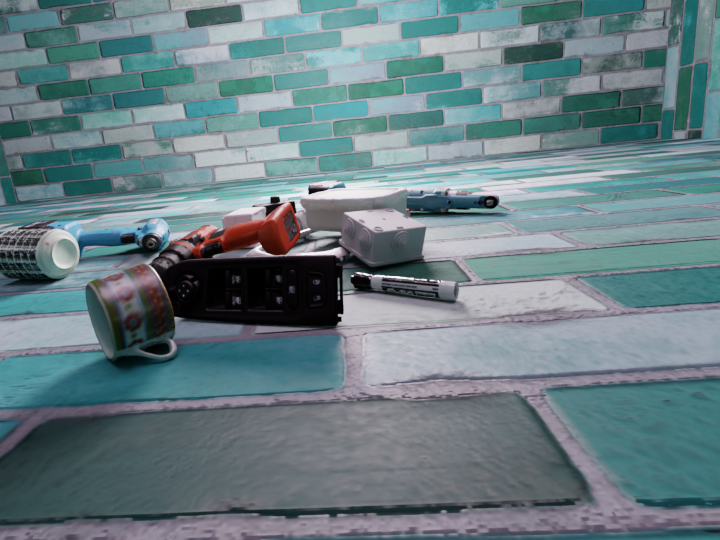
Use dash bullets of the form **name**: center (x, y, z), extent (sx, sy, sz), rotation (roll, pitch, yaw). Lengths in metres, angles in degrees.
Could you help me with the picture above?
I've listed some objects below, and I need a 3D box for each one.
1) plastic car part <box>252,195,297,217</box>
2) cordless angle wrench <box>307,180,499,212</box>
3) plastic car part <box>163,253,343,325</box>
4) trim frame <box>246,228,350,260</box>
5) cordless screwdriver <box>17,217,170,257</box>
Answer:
- **plastic car part**: center (-0.187, -0.124, 0.907), extent (0.113, 0.069, 0.069), rotation (-17, 20, -26)
- **cordless angle wrench**: center (0.081, -0.158, 0.938), extent (0.442, 0.073, 0.095), rotation (7, 20, 29)
- **plastic car part**: center (-0.113, 0.017, 0.440), extent (0.208, 0.066, 0.066), rotation (-1, 6, 14)
- **trim frame**: center (-0.067, -0.044, 0.681), extent (0.193, 0.027, 0.241), rotation (7, 23, 34)
- **cordless screwdriver**: center (-0.487, -0.055, 0.785), extent (0.243, 0.073, 0.166), rotation (-7, 16, -17)
